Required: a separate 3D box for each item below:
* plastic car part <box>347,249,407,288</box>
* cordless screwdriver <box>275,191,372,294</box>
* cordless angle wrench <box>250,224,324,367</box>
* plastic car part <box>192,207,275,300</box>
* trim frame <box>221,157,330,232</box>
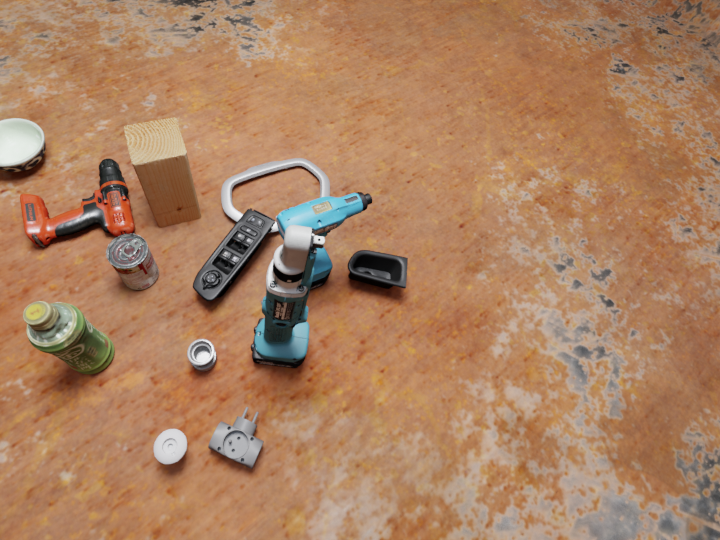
[{"bbox_3d":[0.027,0.004,0.838,0.116,0.070,0.067,11,62,-4],"label":"plastic car part"},{"bbox_3d":[-0.073,-0.048,0.751,0.156,0.246,0.077,-22,71,-21],"label":"cordless screwdriver"},{"bbox_3d":[-0.106,0.052,0.595,0.097,0.418,0.076,10,63,-9],"label":"cordless angle wrench"},{"bbox_3d":[-0.246,-0.025,0.817,0.067,0.066,0.203,29,62,5],"label":"plastic car part"},{"bbox_3d":[-0.181,-0.170,0.926,0.243,0.027,0.191,-24,68,-19],"label":"trim frame"}]
